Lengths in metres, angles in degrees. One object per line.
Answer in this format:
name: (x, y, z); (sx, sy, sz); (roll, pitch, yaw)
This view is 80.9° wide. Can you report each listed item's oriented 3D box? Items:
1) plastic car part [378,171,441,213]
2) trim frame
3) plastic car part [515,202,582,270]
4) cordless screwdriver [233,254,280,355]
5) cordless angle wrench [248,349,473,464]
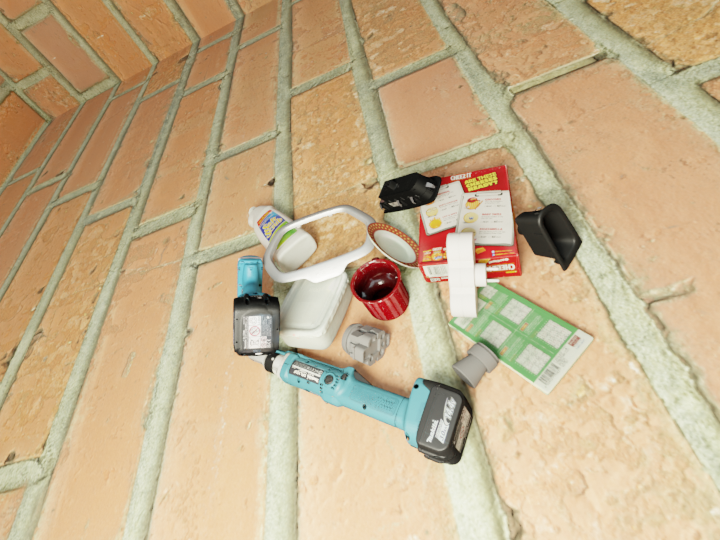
plastic car part: (0.088, -0.162, 0.848); (0.066, 0.064, 0.211); (-60, 24, -9)
trim frame: (-0.085, -0.056, 0.870); (0.250, 0.026, 0.192); (-19, 47, 3)
plastic car part: (0.299, -0.063, 0.698); (0.066, 0.112, 0.074); (-52, 25, -18)
cordless screwdriver: (-0.201, 0.081, 0.787); (0.072, 0.157, 0.259); (0, 18, -17)
cordless angle wrench: (-0.039, 0.191, 0.707); (0.445, 0.070, 0.098); (9, 60, 36)
